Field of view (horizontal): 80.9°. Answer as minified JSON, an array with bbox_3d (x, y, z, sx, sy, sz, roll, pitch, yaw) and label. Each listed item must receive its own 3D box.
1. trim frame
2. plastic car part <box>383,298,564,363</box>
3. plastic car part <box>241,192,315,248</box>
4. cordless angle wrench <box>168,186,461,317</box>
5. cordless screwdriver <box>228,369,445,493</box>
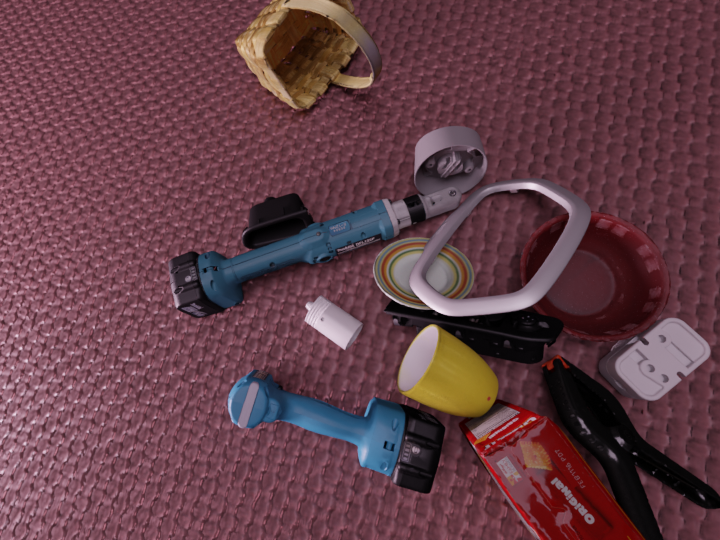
[{"bbox_3d":[0.169,-0.037,0.537,0.195,0.026,0.247,18,62,44],"label":"trim frame"},{"bbox_3d":[0.135,0.073,0.525,0.212,0.064,0.066,4,106,30],"label":"plastic car part"},{"bbox_3d":[-0.129,-0.083,0.651,0.118,0.063,0.073,-11,59,11],"label":"plastic car part"},{"bbox_3d":[-0.059,-0.039,0.605,0.424,0.095,0.077,-19,70,2],"label":"cordless angle wrench"},{"bbox_3d":[-0.035,0.180,0.525,0.249,0.159,0.075,17,82,-1],"label":"cordless screwdriver"}]
